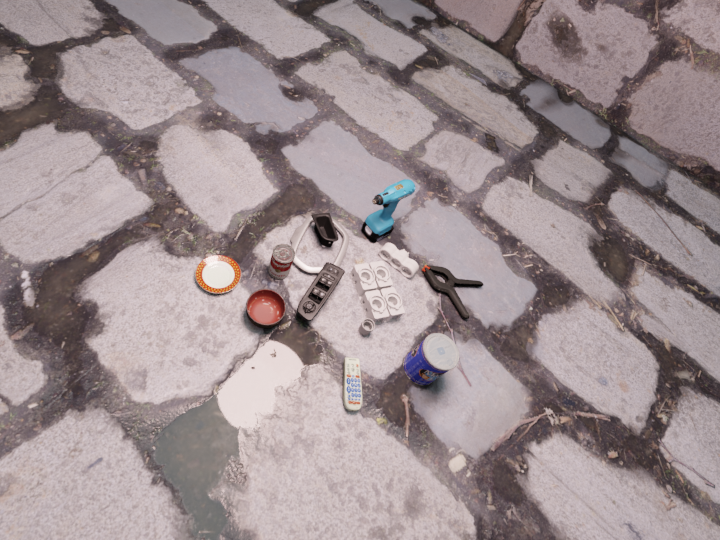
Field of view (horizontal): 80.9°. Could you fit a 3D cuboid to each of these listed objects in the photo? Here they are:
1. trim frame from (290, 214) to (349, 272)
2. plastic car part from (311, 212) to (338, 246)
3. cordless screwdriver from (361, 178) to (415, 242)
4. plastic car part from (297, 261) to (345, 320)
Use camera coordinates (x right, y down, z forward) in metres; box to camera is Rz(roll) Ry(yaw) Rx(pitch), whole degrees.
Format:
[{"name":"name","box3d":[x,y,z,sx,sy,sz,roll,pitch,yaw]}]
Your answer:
[{"name":"trim frame","box3d":[-0.135,-0.089,1.386,0.184,0.027,0.251,22,53,-1]},{"name":"plastic car part","box3d":[-0.120,-0.124,1.388,0.064,0.070,0.121,-9,60,-24]},{"name":"cordless screwdriver","box3d":[0.069,-0.186,1.374,0.155,0.247,0.077,-27,72,-32]},{"name":"plastic car part","box3d":[-0.124,0.068,1.257,0.067,0.066,0.203,30,54,3]}]
